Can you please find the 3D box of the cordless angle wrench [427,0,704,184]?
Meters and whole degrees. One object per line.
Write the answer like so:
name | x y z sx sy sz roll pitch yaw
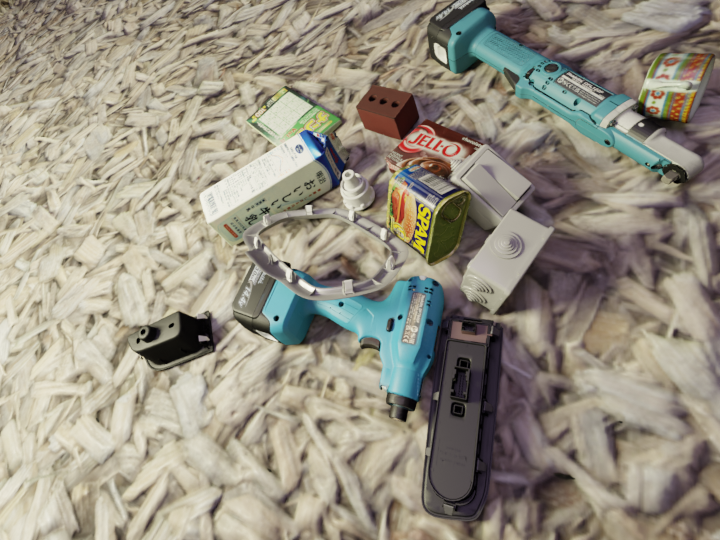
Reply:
cordless angle wrench | 0.256 -0.256 0.579 0.098 0.071 0.445 -36 57 -1

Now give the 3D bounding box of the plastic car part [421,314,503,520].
plastic car part | 0.103 0.138 0.424 0.068 0.064 0.205 7 67 16

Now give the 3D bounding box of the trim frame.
trim frame | -0.053 -0.035 0.545 0.179 0.027 0.263 -23 38 -24

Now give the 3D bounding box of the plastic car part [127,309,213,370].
plastic car part | -0.277 0.096 0.597 0.117 0.067 0.069 -22 56 6

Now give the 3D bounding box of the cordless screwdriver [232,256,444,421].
cordless screwdriver | -0.036 0.071 0.511 0.258 0.071 0.161 8 65 22
